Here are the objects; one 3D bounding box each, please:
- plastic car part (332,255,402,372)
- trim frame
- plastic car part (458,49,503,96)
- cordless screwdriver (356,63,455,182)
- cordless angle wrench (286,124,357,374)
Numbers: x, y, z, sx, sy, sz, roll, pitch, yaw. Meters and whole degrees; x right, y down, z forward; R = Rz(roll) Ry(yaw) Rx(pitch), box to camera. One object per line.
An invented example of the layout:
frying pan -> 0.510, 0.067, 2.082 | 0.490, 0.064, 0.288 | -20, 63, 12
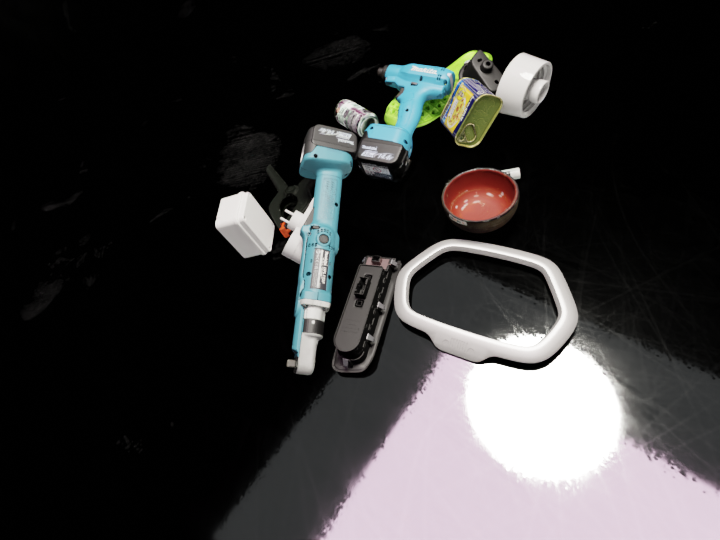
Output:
plastic car part -> 0.007, 0.055, 0.642 | 0.069, 0.064, 0.205 | 8, 62, 19
trim frame -> 0.168, 0.037, 0.605 | 0.261, 0.026, 0.184 | 15, 62, 30
plastic car part -> 0.240, -0.373, 0.817 | 0.066, 0.070, 0.118 | -30, 83, -3
cordless screwdriver -> 0.063, -0.302, 0.831 | 0.167, 0.071, 0.249 | 22, 77, 26
cordless angle wrench -> -0.069, -0.045, 0.706 | 0.096, 0.074, 0.431 | 9, 68, -12
